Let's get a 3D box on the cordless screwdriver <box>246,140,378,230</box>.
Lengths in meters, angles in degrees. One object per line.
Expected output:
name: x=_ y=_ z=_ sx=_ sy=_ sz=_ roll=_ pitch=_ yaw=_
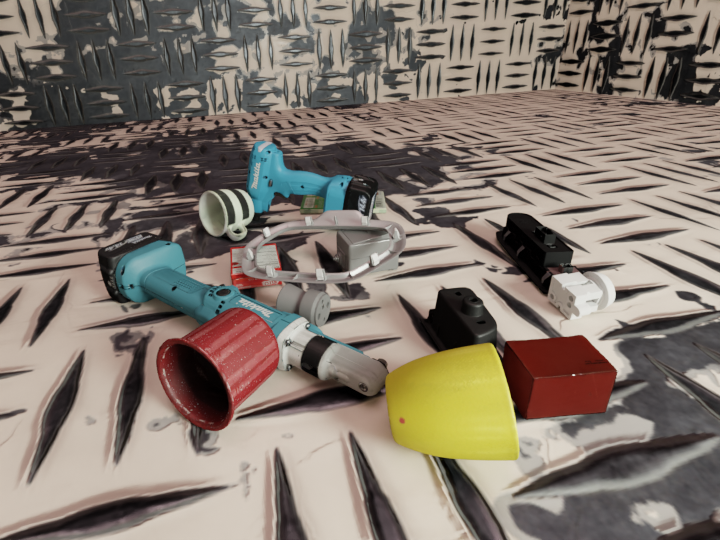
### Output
cordless screwdriver: x=-0.101 y=-0.135 z=0.801 sx=0.253 sy=0.156 sz=0.074 roll=20 pitch=33 yaw=9

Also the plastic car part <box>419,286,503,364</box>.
plastic car part: x=0.116 y=0.058 z=0.460 sx=0.065 sy=0.069 sz=0.121 roll=-7 pitch=25 yaw=-8

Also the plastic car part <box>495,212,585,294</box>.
plastic car part: x=0.264 y=-0.037 z=0.639 sx=0.066 sy=0.065 sz=0.208 roll=-9 pitch=25 yaw=0

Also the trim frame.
trim frame: x=-0.059 y=-0.039 z=0.603 sx=0.259 sy=0.026 sz=0.183 roll=1 pitch=33 yaw=26

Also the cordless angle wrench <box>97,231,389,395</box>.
cordless angle wrench: x=-0.162 y=0.047 z=0.509 sx=0.444 sy=0.072 sz=0.096 roll=18 pitch=34 yaw=30
